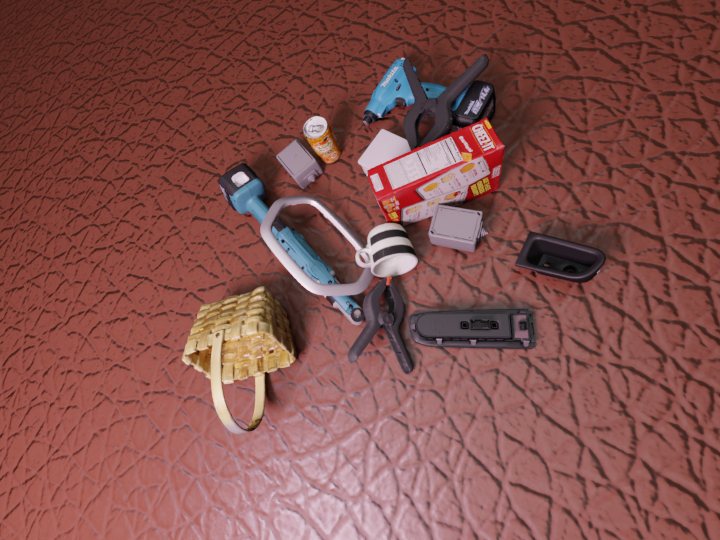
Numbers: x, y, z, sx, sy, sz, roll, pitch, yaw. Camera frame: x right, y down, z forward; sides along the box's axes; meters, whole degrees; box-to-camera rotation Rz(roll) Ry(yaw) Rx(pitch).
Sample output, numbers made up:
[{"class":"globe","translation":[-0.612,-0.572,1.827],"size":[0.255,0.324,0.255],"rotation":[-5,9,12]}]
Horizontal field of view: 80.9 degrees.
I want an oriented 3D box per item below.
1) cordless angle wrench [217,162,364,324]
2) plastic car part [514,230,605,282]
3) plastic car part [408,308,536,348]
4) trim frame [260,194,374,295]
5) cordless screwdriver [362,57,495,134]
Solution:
[{"class":"cordless angle wrench","translation":[-0.138,-0.052,0.852],"size":[0.073,0.095,0.440],"rotation":[-37,67,-17]},{"class":"plastic car part","translation":[0.326,-0.010,0.683],"size":[0.123,0.067,0.066],"rotation":[22,80,39]},{"class":"plastic car part","translation":[0.179,0.096,0.704],"size":[0.209,0.064,0.067],"rotation":[-3,79,20]},{"class":"trim frame","translation":[-0.078,-0.051,0.802],"size":[0.180,0.027,0.257],"rotation":[-32,68,-34]},{"class":"cordless screwdriver","translation":[0.132,-0.334,0.864],"size":[0.261,0.071,0.159],"rotation":[32,85,29]}]
